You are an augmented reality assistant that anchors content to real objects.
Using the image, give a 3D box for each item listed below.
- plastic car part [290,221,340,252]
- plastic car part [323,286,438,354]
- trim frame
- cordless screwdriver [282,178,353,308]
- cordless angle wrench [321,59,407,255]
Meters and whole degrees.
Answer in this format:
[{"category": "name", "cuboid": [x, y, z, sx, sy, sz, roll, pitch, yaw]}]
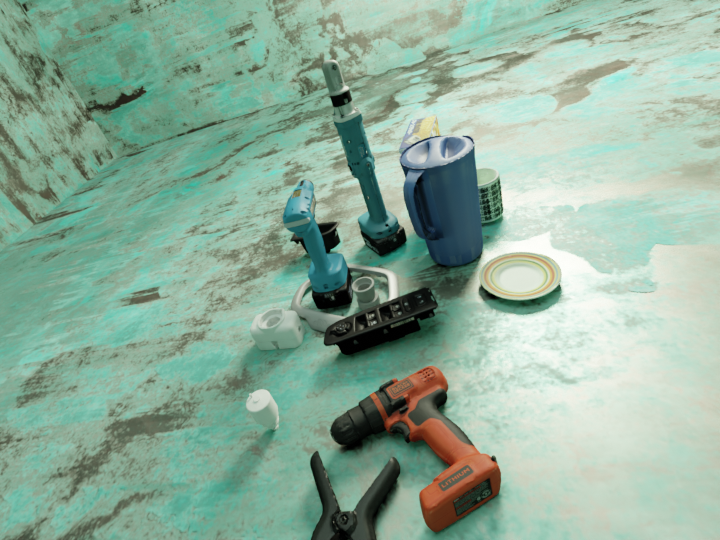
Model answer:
[{"category": "plastic car part", "cuboid": [-0.100, -0.074, 1.033, 0.121, 0.068, 0.066, -3, 37, 26]}, {"category": "plastic car part", "cuboid": [0.034, 0.095, 0.735, 0.204, 0.064, 0.069, -18, 34, 6]}, {"category": "trim frame", "cuboid": [-0.034, 0.052, 0.864, 0.261, 0.026, 0.183, 8, 44, 36]}, {"category": "cordless screwdriver", "cuboid": [-0.083, -0.054, 0.847, 0.076, 0.238, 0.163, -13, 34, 11]}, {"category": "cordless angle wrench", "cuboid": [0.001, -0.223, 0.881, 0.073, 0.405, 0.103, -29, 33, -14]}]
